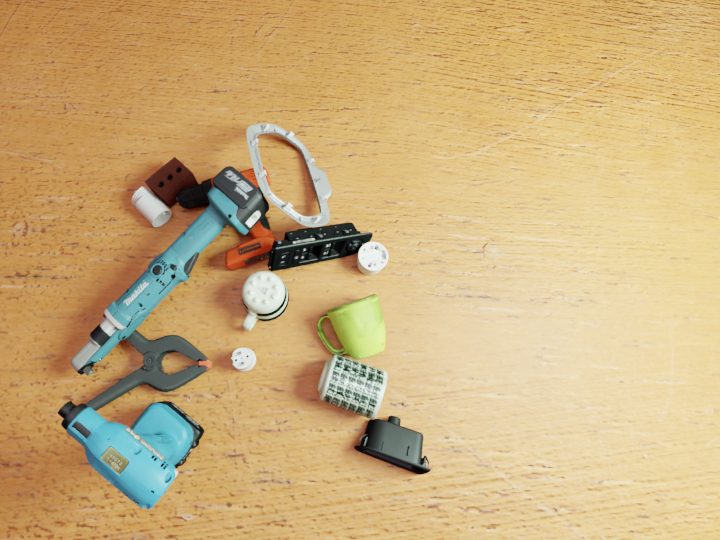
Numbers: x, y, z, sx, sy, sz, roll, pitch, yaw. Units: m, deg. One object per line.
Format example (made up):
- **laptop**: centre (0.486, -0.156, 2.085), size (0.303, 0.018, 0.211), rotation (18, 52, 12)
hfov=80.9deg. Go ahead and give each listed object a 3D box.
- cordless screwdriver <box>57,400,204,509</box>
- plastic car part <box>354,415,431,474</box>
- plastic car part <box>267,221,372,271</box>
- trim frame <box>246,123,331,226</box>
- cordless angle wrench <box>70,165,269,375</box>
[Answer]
- **cordless screwdriver**: centre (-0.312, 0.232, 0.596), size (0.160, 0.248, 0.074), rotation (38, 74, 0)
- **plastic car part**: centre (0.056, 0.280, 0.698), size (0.118, 0.064, 0.071), rotation (21, 57, 6)
- **plastic car part**: centre (-0.076, -0.050, 0.781), size (0.197, 0.065, 0.070), rotation (-8, 47, -22)
- **trim frame**: centre (-0.130, -0.188, 0.800), size (0.028, 0.174, 0.258), rotation (-39, 57, 31)
- **cordless angle wrench**: centre (-0.333, 0.005, 0.724), size (0.101, 0.072, 0.422), rotation (40, 83, 13)
